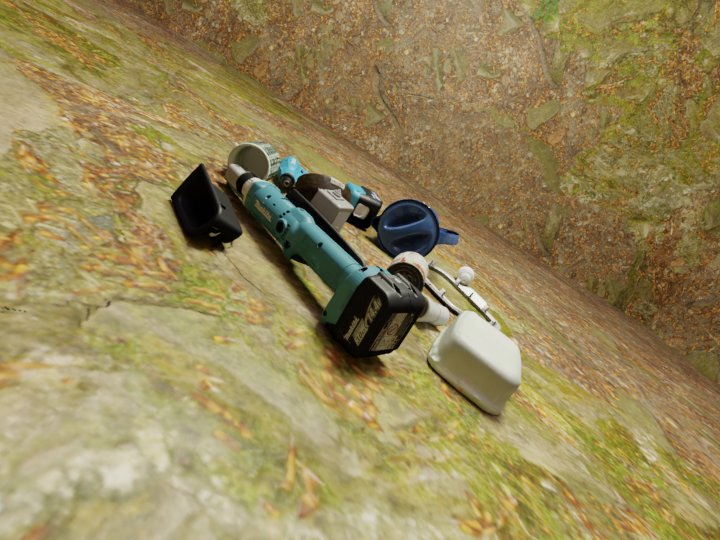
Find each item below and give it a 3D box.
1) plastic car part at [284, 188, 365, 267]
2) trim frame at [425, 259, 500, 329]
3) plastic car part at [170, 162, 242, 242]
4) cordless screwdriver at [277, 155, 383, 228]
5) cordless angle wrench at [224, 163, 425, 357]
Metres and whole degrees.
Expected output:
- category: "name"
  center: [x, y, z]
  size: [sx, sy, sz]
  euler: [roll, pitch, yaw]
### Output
- category: "plastic car part"
  center: [-0.065, -0.042, 0.663]
  size: [0.214, 0.066, 0.063]
  euler: [45, -4, 36]
- category: "trim frame"
  center: [0.199, 0.041, 0.910]
  size: [0.174, 0.027, 0.262]
  euler: [18, 21, -38]
- category: "plastic car part"
  center: [-0.189, -0.073, 0.546]
  size: [0.067, 0.066, 0.123]
  euler: [33, 15, -51]
- category: "cordless screwdriver"
  center: [-0.073, -0.175, 0.954]
  size: [0.243, 0.074, 0.164]
  euler: [23, 21, -13]
- category: "cordless angle wrench"
  center: [-0.094, -0.055, 0.598]
  size: [0.070, 0.097, 0.447]
  euler: [7, 28, -47]
